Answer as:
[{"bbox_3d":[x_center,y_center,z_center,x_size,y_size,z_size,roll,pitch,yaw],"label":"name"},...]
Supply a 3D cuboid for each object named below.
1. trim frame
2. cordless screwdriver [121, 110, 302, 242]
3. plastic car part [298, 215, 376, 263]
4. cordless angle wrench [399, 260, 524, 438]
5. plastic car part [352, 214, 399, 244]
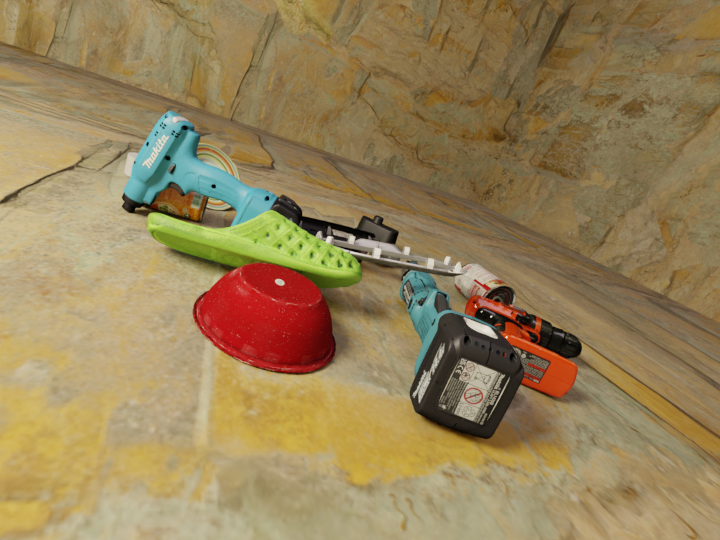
[{"bbox_3d":[0.042,-0.027,0.639,0.246,0.027,0.187,9,7,-7],"label":"trim frame"},{"bbox_3d":[-0.218,-0.096,0.619,0.245,0.159,0.075,35,12,-7],"label":"cordless screwdriver"},{"bbox_3d":[-0.071,-0.047,0.728,0.196,0.066,0.069,16,44,-20],"label":"plastic car part"},{"bbox_3d":[0.094,0.054,0.581,0.074,0.097,0.428,20,14,-6],"label":"cordless angle wrench"},{"bbox_3d":[0.034,-0.081,0.913,0.121,0.070,0.064,32,18,21],"label":"plastic car part"}]
